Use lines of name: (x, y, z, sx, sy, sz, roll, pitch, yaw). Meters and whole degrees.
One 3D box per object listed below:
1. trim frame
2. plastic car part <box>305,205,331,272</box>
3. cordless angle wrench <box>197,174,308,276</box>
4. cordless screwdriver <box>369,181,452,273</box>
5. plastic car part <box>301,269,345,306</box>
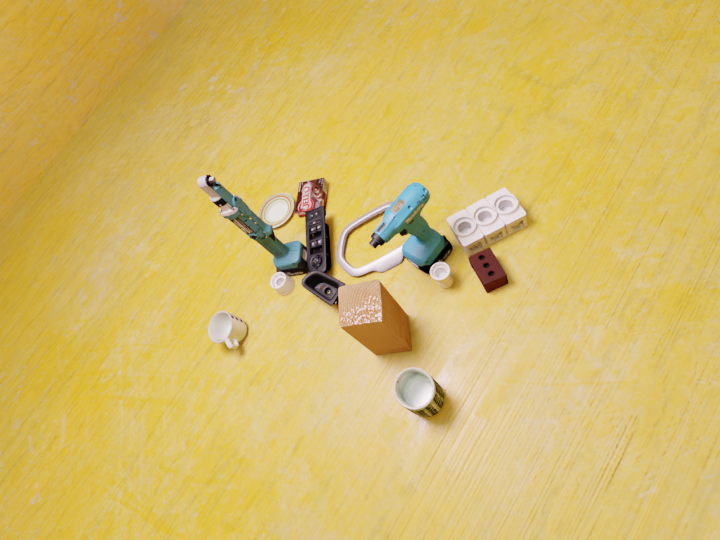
trim frame: (0.045, -0.083, 1.111, 0.251, 0.026, 0.192, -29, 54, 11)
plastic car part: (-0.114, -0.075, 1.167, 0.068, 0.063, 0.209, -15, 58, 19)
cordless angle wrench: (-0.258, -0.105, 1.049, 0.101, 0.400, 0.076, -9, 60, 22)
cordless screwdriver: (0.111, -0.068, 0.936, 0.159, 0.235, 0.079, -49, 54, -5)
plastic car part: (-0.087, 0.048, 1.083, 0.123, 0.067, 0.066, 27, 78, 35)
